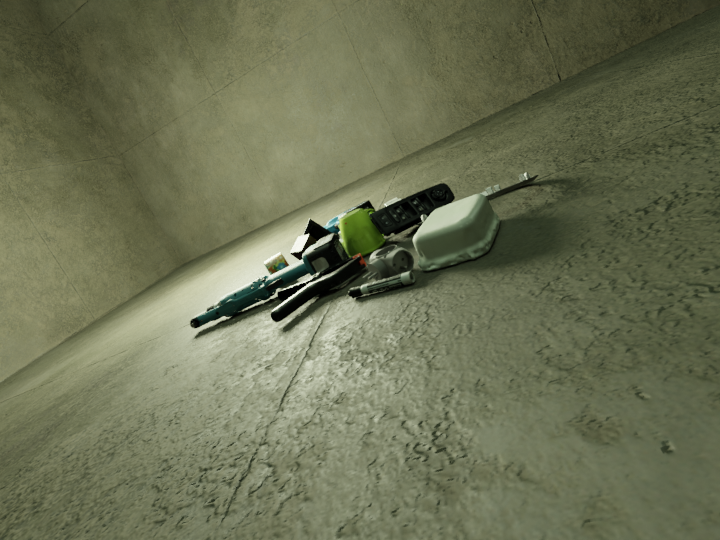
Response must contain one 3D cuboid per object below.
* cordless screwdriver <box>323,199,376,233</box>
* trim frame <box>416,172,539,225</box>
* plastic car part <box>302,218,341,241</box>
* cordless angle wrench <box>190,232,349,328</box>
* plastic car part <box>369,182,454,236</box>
[{"bbox_3d":[-0.049,-0.138,1.267,0.157,0.073,0.255,-31,11,-13],"label":"cordless screwdriver"},{"bbox_3d":[0.224,-0.140,0.842,0.254,0.027,0.179,-23,2,24],"label":"trim frame"},{"bbox_3d":[-0.108,-0.071,1.108,0.072,0.113,0.067,-37,27,48],"label":"plastic car part"},{"bbox_3d":[-0.230,0.043,0.992,0.430,0.073,0.098,-25,13,16],"label":"cordless angle wrench"},{"bbox_3d":[0.123,-0.130,0.956,0.201,0.070,0.064,-29,-35,-10],"label":"plastic car part"}]
